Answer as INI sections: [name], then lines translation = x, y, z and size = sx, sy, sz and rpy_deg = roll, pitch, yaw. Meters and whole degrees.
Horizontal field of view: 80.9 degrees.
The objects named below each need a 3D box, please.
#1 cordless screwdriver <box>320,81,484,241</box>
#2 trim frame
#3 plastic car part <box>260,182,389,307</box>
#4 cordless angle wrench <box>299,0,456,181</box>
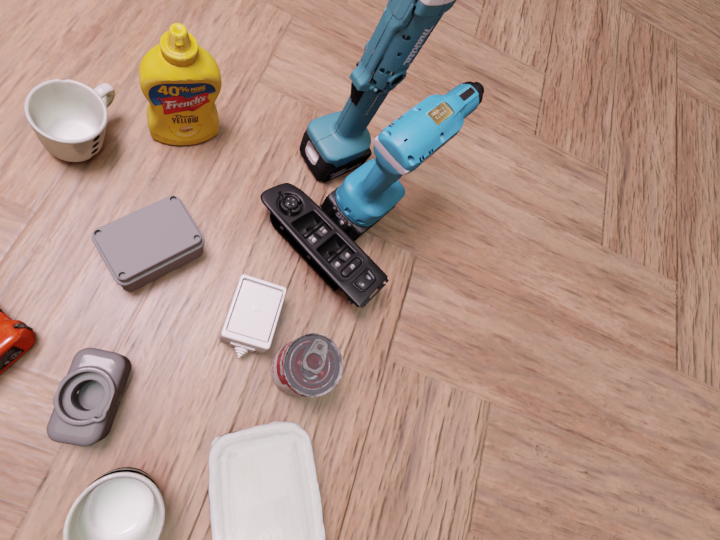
[cordless screwdriver]
translation = 0.047, -0.135, 0.545
size = 0.157, 0.251, 0.074
rpy_deg = -41, 92, -25
[trim frame]
translation = -0.406, -0.153, 0.544
size = 0.242, 0.028, 0.188
rpy_deg = 2, 71, -15
[plastic car part]
translation = -0.057, -0.037, 0.581
size = 0.065, 0.067, 0.204
rpy_deg = -41, 87, -24
[cordless angle wrench]
translation = 0.026, -0.234, 0.477
size = 0.096, 0.427, 0.075
rpy_deg = -28, 87, -25
